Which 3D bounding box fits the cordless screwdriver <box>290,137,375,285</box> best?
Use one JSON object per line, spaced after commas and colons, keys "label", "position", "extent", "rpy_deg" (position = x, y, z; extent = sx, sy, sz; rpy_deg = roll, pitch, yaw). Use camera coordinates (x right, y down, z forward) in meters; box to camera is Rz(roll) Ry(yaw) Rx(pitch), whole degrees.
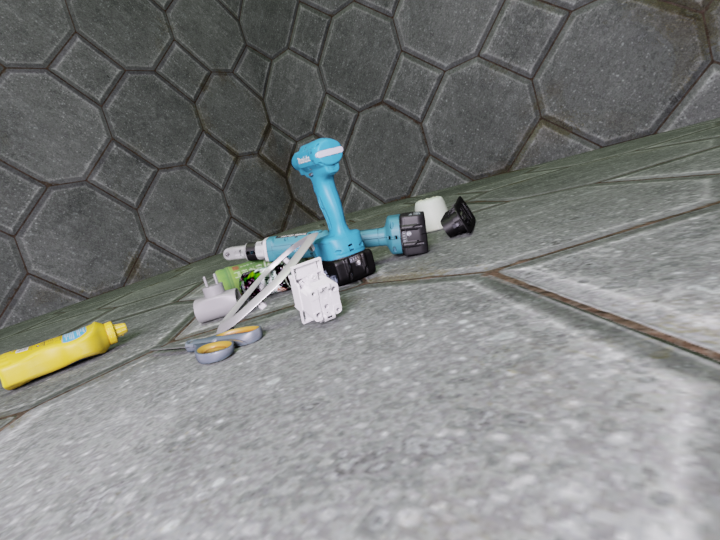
{"label": "cordless screwdriver", "position": [-0.061, -0.102, 0.751], "extent": [0.072, 0.245, 0.166], "rpy_deg": [-19, 12, -24]}

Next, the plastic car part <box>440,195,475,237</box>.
{"label": "plastic car part", "position": [0.205, -0.112, 0.905], "extent": [0.068, 0.066, 0.201], "rpy_deg": [-24, 7, 18]}

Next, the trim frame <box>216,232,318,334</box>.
{"label": "trim frame", "position": [-0.146, 0.017, 0.684], "extent": [0.187, 0.027, 0.250], "rpy_deg": [-34, 18, 29]}

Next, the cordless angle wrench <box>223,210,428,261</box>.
{"label": "cordless angle wrench", "position": [-0.083, -0.055, 0.853], "extent": [0.432, 0.073, 0.097], "rpy_deg": [-6, 10, 14]}
